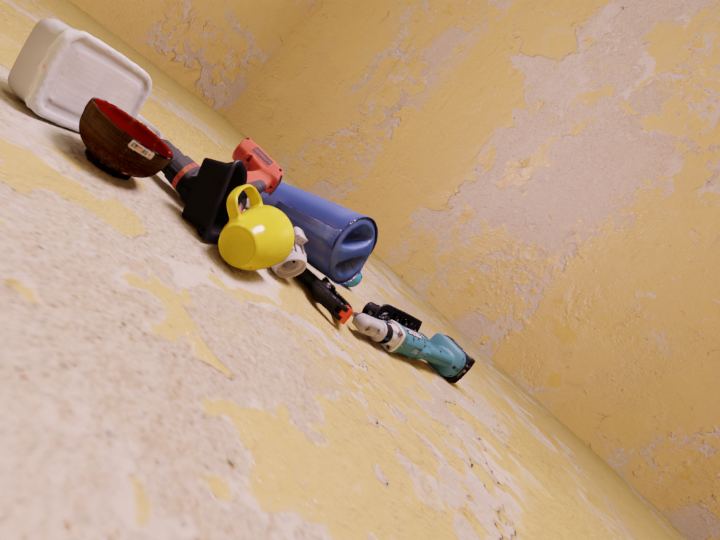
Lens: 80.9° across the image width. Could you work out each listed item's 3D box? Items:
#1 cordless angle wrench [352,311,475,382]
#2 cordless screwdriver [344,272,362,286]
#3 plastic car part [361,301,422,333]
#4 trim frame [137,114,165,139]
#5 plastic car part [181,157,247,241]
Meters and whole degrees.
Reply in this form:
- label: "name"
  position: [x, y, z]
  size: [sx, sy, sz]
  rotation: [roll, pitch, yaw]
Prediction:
- label: "cordless angle wrench"
  position: [0.111, 0.152, 0.862]
  size: [0.399, 0.074, 0.103]
  rotation: [29, 13, -49]
- label: "cordless screwdriver"
  position: [-0.104, -0.068, 1.061]
  size: [0.150, 0.074, 0.263]
  rotation: [33, 14, -47]
- label: "plastic car part"
  position: [0.063, 0.106, 0.899]
  size: [0.071, 0.066, 0.192]
  rotation: [34, 2, 33]
- label: "trim frame"
  position: [-0.419, -0.263, 0.756]
  size: [0.175, 0.027, 0.261]
  rotation: [36, 7, -32]
- label: "plastic car part"
  position: [-0.208, -0.104, 0.587]
  size: [0.072, 0.116, 0.065]
  rotation: [18, 3, 10]
